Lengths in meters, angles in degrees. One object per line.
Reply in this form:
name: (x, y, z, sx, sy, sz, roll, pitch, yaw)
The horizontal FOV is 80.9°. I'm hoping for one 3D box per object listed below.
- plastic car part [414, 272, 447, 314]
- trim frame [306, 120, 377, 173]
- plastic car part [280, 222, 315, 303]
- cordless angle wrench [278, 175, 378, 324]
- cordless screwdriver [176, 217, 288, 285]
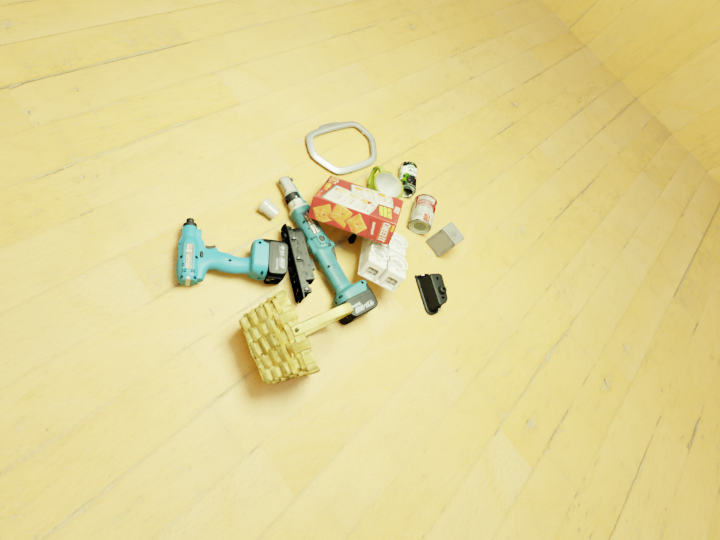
plastic car part: (0.204, 0.054, 1.149, 0.064, 0.071, 0.120, -2, 64, -25)
trim frame: (-0.053, -0.380, 1.287, 0.242, 0.028, 0.187, -27, 79, -29)
plastic car part: (-0.151, -0.027, 1.035, 0.065, 0.066, 0.209, -14, 69, -18)
cordless angle wrench: (-0.106, -0.069, 1.083, 0.095, 0.075, 0.434, -21, 73, -32)
cordless screwdriver: (-0.297, -0.044, 0.987, 0.242, 0.074, 0.163, 1, 65, -18)
